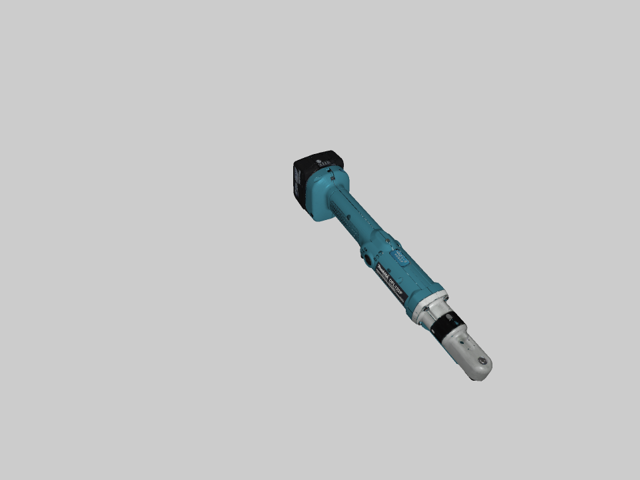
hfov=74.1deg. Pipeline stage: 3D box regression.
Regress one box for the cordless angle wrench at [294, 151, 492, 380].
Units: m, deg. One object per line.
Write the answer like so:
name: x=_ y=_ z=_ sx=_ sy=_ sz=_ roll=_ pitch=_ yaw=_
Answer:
cordless angle wrench: x=0.089 y=0.020 z=0.615 sx=0.074 sy=0.098 sz=0.422 roll=-22 pitch=52 yaw=-22
